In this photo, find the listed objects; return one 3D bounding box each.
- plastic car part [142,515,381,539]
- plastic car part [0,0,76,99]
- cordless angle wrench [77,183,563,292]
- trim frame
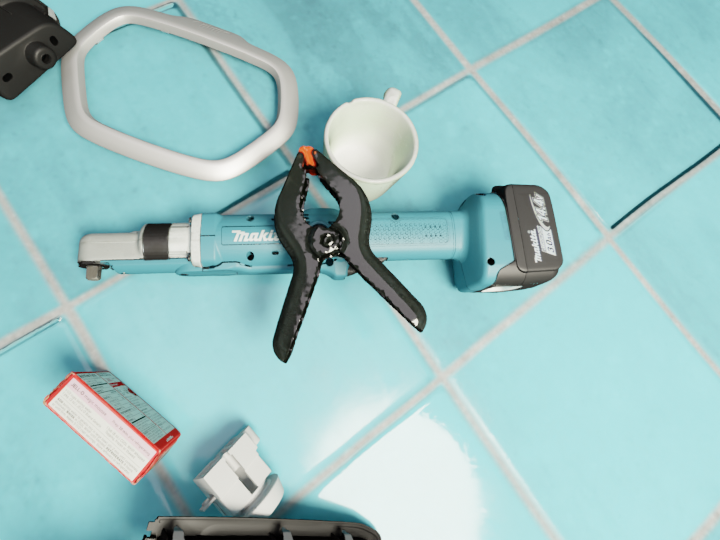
[{"bbox_3d":[-0.049,0.215,0.294,0.193,0.069,0.067,21,66,-33],"label":"plastic car part"},{"bbox_3d":[-0.322,-0.207,0.398,0.073,0.064,0.116,34,72,16],"label":"plastic car part"},{"bbox_3d":[-0.038,-0.025,0.392,0.419,0.074,0.099,-2,76,-5],"label":"cordless angle wrench"},{"bbox_3d":[-0.185,-0.189,0.439,0.248,0.027,0.185,18,74,0],"label":"trim frame"}]
